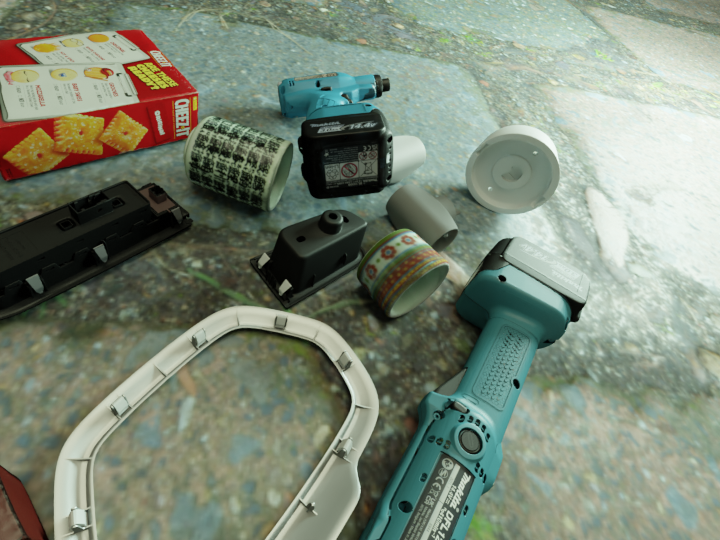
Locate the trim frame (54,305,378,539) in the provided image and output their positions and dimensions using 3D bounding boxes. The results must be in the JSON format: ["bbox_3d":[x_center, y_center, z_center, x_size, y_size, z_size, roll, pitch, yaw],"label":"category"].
[{"bbox_3d":[-0.090,0.121,0.305,0.190,0.027,0.245,35,49,14],"label":"trim frame"}]

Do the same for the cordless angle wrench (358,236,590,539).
[{"bbox_3d":[0.068,0.130,0.311,0.101,0.073,0.419,32,52,12],"label":"cordless angle wrench"}]

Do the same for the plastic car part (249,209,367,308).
[{"bbox_3d":[-0.041,-0.027,0.415,0.114,0.070,0.069,-29,65,-30],"label":"plastic car part"}]

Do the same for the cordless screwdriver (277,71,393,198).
[{"bbox_3d":[-0.014,-0.188,0.522,0.158,0.072,0.260,-11,41,-6],"label":"cordless screwdriver"}]

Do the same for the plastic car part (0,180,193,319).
[{"bbox_3d":[-0.248,-0.028,0.372,0.068,0.067,0.200,42,55,9],"label":"plastic car part"}]
